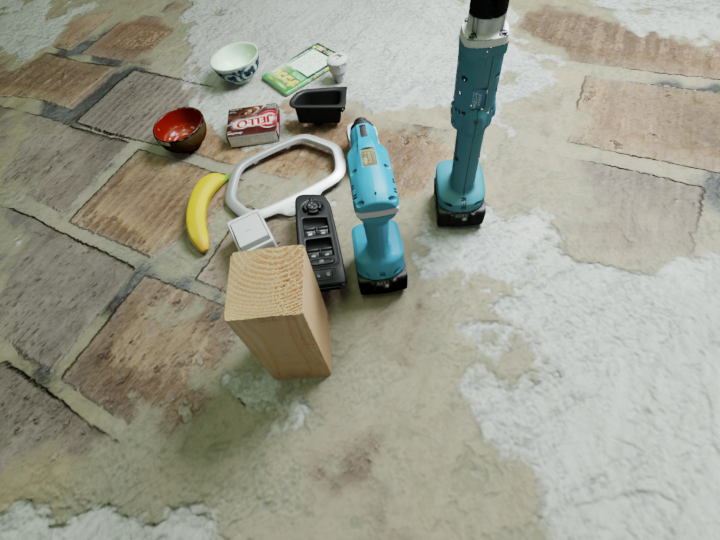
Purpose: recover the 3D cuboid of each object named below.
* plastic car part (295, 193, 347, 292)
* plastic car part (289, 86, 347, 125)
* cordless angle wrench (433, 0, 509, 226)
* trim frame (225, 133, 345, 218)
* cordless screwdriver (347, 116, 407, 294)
[{"bbox_3d":[-0.068,-0.044,0.695,0.066,0.064,0.211,-13,56,0],"label":"plastic car part"},{"bbox_3d":[-0.084,-0.337,0.885,0.118,0.068,0.067,0,58,9],"label":"plastic car part"},{"bbox_3d":[0.147,-0.213,0.557,0.075,0.406,0.100,-1,58,5],"label":"cordless angle wrench"},{"bbox_3d":[-0.148,-0.183,0.823,0.247,0.026,0.193,-27,57,-7],"label":"trim frame"},{"bbox_3d":[0.018,-0.080,0.596,0.075,0.239,0.165,-8,57,1],"label":"cordless screwdriver"}]
